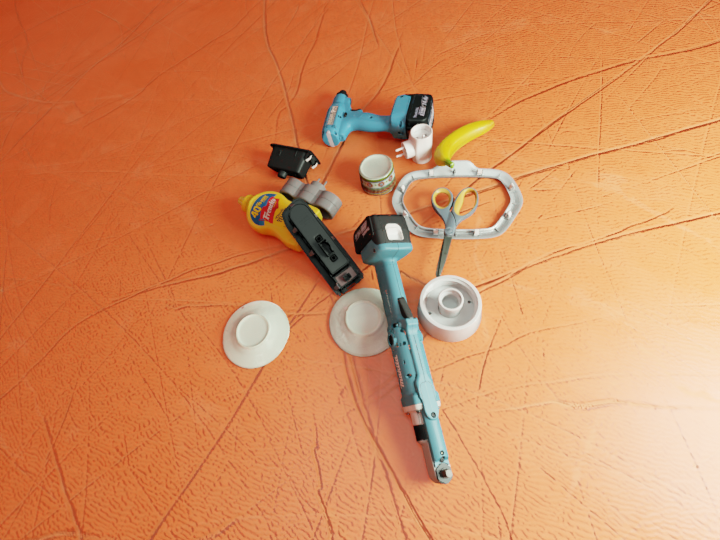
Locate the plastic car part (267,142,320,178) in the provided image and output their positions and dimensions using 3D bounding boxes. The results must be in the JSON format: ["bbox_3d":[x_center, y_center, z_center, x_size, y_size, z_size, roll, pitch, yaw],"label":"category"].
[{"bbox_3d":[-0.162,-0.242,0.964,0.121,0.063,0.071,15,80,23],"label":"plastic car part"}]

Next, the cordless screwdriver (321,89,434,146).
[{"bbox_3d":[0.040,-0.362,0.973,0.257,0.071,0.162,3,62,19],"label":"cordless screwdriver"}]

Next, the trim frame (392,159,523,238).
[{"bbox_3d":[0.189,-0.143,0.842,0.255,0.026,0.188,1,61,15],"label":"trim frame"}]

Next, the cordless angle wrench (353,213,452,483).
[{"bbox_3d":[0.073,0.109,0.690,0.072,0.098,0.435,-2,65,-23],"label":"cordless angle wrench"}]

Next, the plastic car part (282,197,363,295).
[{"bbox_3d":[-0.078,-0.051,0.794,0.066,0.066,0.207,-37,80,-3],"label":"plastic car part"}]
